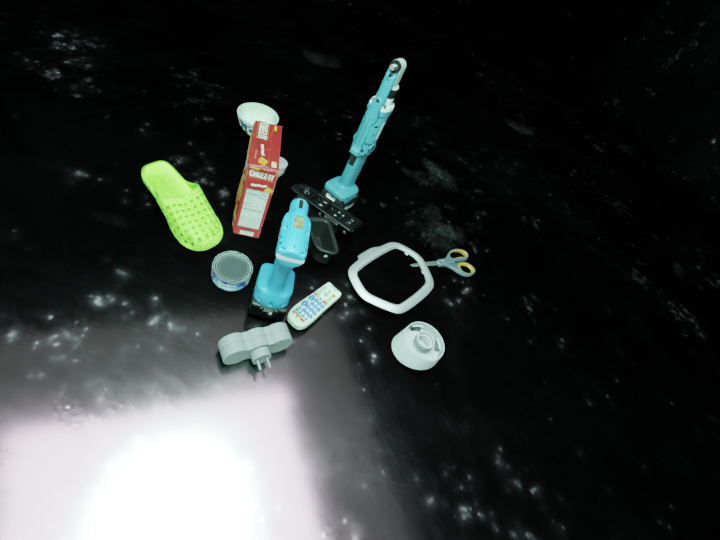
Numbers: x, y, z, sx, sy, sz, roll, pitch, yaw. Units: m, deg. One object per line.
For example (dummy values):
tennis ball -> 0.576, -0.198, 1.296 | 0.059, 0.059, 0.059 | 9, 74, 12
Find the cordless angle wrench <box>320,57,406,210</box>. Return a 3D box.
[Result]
cordless angle wrench -> 0.008, -0.307, 1.013 | 0.076, 0.421, 0.096 | 42, 47, 10

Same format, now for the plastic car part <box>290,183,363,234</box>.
plastic car part -> -0.095, -0.153, 1.083 | 0.208, 0.066, 0.065 | 40, 47, 13

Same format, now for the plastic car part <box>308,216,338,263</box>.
plastic car part -> -0.098, -0.064, 1.002 | 0.064, 0.070, 0.121 | 0, 52, -25

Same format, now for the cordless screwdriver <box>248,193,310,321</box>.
cordless screwdriver -> -0.151, -0.020, 0.821 | 0.073, 0.247, 0.163 | 15, 48, -15

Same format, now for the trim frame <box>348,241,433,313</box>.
trim frame -> 0.077, 0.011, 1.037 | 0.190, 0.027, 0.242 | 43, 49, 17
